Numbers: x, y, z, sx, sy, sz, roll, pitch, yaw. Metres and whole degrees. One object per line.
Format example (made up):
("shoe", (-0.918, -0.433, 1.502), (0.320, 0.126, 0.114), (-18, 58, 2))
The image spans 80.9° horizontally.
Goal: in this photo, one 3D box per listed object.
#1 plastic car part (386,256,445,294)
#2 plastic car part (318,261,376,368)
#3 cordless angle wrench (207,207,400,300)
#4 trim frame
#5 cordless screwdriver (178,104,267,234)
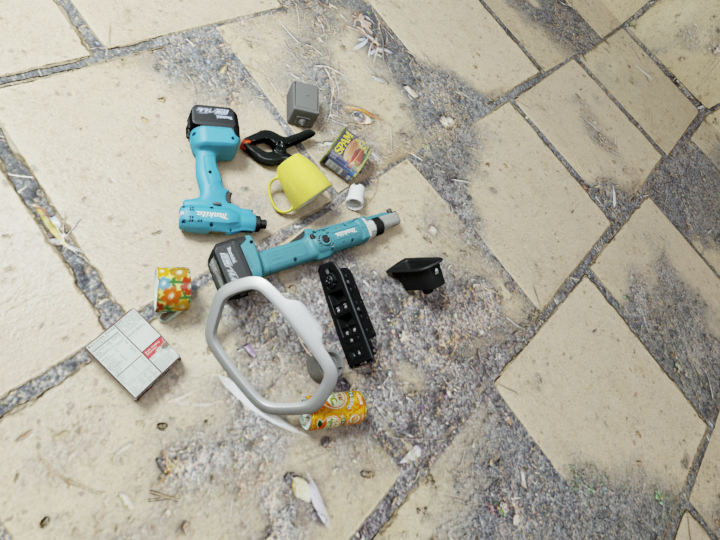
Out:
("plastic car part", (0.122, 0.014, 0.864), (0.064, 0.122, 0.069), (-32, 110, -32))
("plastic car part", (-0.019, 0.073, 0.800), (0.064, 0.067, 0.207), (-14, 74, -39))
("cordless angle wrench", (-0.081, -0.053, 0.827), (0.410, 0.075, 0.100), (-20, 79, -31))
("trim frame", (-0.146, 0.124, 0.676), (0.250, 0.186, 0.027), (52, 19, 4))
("cordless screwdriver", (-0.260, -0.186, 0.808), (0.154, 0.075, 0.254), (2, 71, -23))
